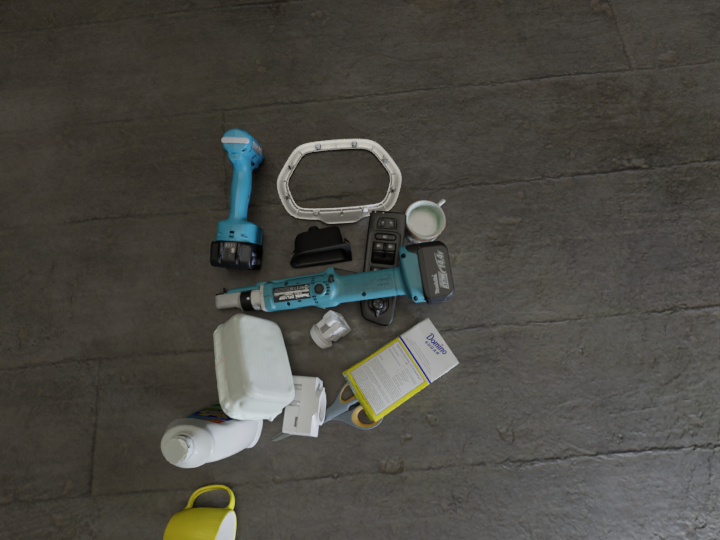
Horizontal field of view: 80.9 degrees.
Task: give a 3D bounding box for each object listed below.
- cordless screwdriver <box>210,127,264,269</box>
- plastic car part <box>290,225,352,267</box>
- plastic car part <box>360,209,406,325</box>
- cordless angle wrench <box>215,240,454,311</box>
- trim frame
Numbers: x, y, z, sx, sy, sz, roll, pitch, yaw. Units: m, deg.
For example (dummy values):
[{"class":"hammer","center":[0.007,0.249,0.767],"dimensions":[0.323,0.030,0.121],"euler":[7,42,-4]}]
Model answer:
[{"class":"cordless screwdriver","center":[-0.217,-0.126,0.794],"dimensions":[0.075,0.158,0.248],"euler":[3,91,2]},{"class":"plastic car part","center":[-0.078,-0.051,0.795],"dimensions":[0.117,0.063,0.073],"euler":[-7,61,3]},{"class":"plastic car part","center":[0.039,-0.003,0.766],"dimensions":[0.067,0.066,0.205],"euler":[6,79,5]},{"class":"cordless angle wrench","center":[-0.062,0.031,0.728],"dimensions":[0.433,0.072,0.099],"euler":[-9,80,15]},{"class":"trim frame","center":[-0.043,-0.179,0.841],"dimensions":[0.248,0.027,0.187],"euler":[-3,76,0]}]
